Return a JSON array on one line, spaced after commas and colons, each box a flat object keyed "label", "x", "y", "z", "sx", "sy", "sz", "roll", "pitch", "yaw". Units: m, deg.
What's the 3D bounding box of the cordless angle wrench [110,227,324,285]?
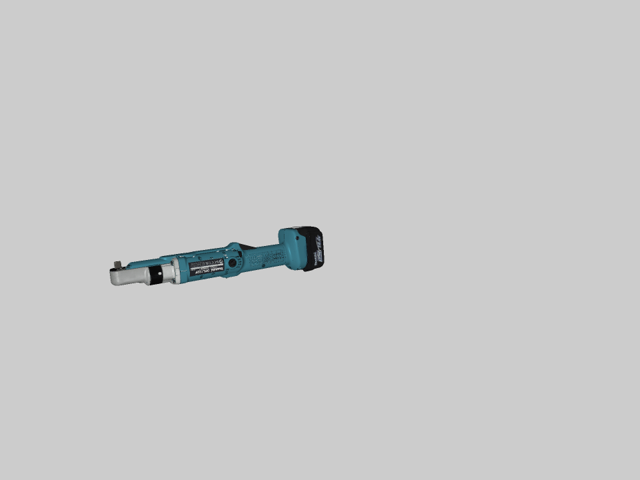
[{"label": "cordless angle wrench", "x": -0.183, "y": 0.041, "z": 0.834, "sx": 0.422, "sy": 0.098, "sz": 0.074, "roll": -8, "pitch": 8, "yaw": -36}]
